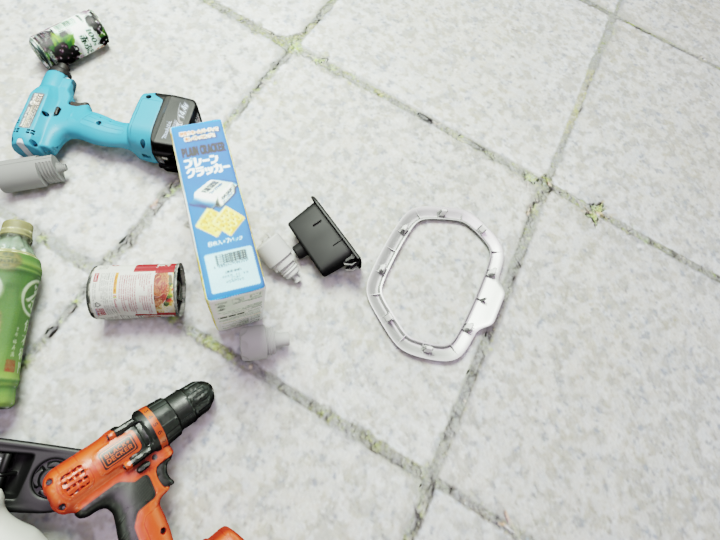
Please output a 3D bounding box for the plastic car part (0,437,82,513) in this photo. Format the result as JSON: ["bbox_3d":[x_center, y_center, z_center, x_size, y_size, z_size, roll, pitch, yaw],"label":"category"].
[{"bbox_3d":[-0.385,0.210,0.439,0.200,0.066,0.068,9,61,-9],"label":"plastic car part"}]

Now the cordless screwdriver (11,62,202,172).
[{"bbox_3d":[-0.358,-0.228,0.618,0.248,0.073,0.162,5,68,-2],"label":"cordless screwdriver"}]

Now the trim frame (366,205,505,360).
[{"bbox_3d":[0.116,0.008,0.613,0.185,0.027,0.248,30,66,3],"label":"trim frame"}]

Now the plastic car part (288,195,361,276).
[{"bbox_3d":[-0.058,-0.038,0.594,0.071,0.064,0.120,-38,75,-6],"label":"plastic car part"}]
